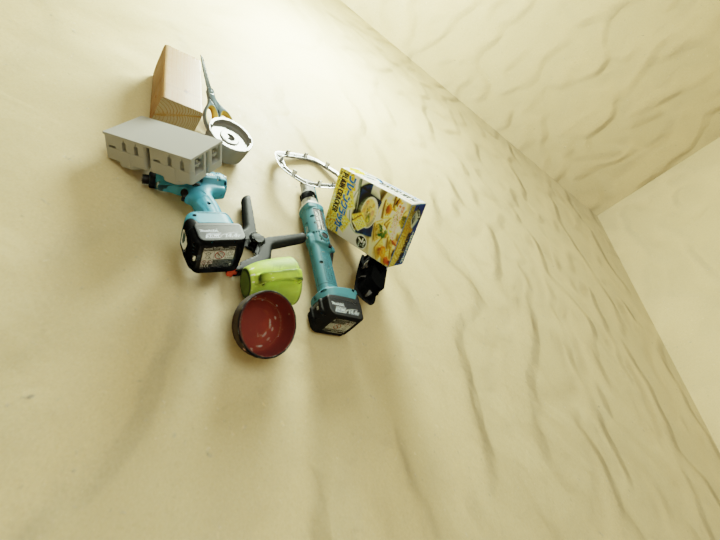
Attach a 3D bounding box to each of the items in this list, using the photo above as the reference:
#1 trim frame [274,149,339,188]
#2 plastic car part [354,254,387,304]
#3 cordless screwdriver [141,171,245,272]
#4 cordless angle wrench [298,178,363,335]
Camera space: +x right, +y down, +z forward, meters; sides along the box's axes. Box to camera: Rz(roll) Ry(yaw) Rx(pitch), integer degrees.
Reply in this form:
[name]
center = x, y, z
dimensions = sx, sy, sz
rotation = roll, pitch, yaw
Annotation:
[trim frame]
center = -0.121, -0.263, 1.114
dimensions = 0.192, 0.027, 0.238
rotation = 45, 27, 23
[plastic car part]
center = 0.031, 0.012, 0.968
dimensions = 0.065, 0.068, 0.204
rotation = 51, 24, -14
[cordless screwdriver]
center = -0.305, -0.105, 0.765
dimensions = 0.153, 0.074, 0.262
rotation = 0, 41, -31
[cordless angle wrench]
center = -0.093, -0.061, 0.953
dimensions = 0.093, 0.075, 0.441
rotation = 15, 43, -35
